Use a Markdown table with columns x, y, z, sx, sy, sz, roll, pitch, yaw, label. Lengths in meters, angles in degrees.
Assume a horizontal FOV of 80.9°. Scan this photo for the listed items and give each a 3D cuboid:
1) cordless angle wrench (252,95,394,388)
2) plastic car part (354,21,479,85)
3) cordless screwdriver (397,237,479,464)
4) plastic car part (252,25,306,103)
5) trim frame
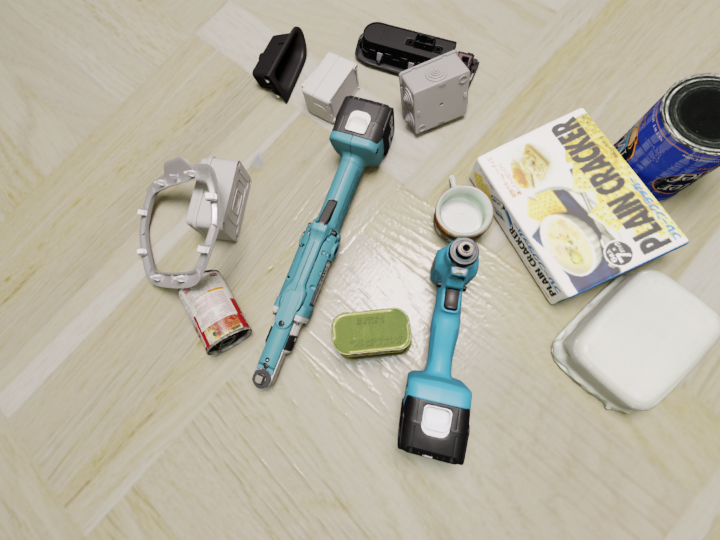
| x | y | z | sx | sy | sz | roll | pitch | yaw | label |
| --- | --- | --- | --- | --- | --- | --- | --- | --- | --- |
| -0.059 | -0.038 | 0.600 | 0.076 | 0.095 | 0.424 | 20 | 83 | 11 | cordless angle wrench |
| 0.083 | -0.347 | 0.675 | 0.210 | 0.065 | 0.066 | 22 | 86 | 17 | plastic car part |
| 0.099 | 0.087 | 0.496 | 0.076 | 0.155 | 0.251 | 9 | 78 | 8 | cordless screwdriver |
| -0.143 | -0.353 | 0.717 | 0.074 | 0.063 | 0.117 | 11 | 73 | 25 | plastic car part |
| -0.269 | -0.067 | 0.605 | 0.261 | 0.026 | 0.185 | 0 | 85 | 44 | trim frame |
